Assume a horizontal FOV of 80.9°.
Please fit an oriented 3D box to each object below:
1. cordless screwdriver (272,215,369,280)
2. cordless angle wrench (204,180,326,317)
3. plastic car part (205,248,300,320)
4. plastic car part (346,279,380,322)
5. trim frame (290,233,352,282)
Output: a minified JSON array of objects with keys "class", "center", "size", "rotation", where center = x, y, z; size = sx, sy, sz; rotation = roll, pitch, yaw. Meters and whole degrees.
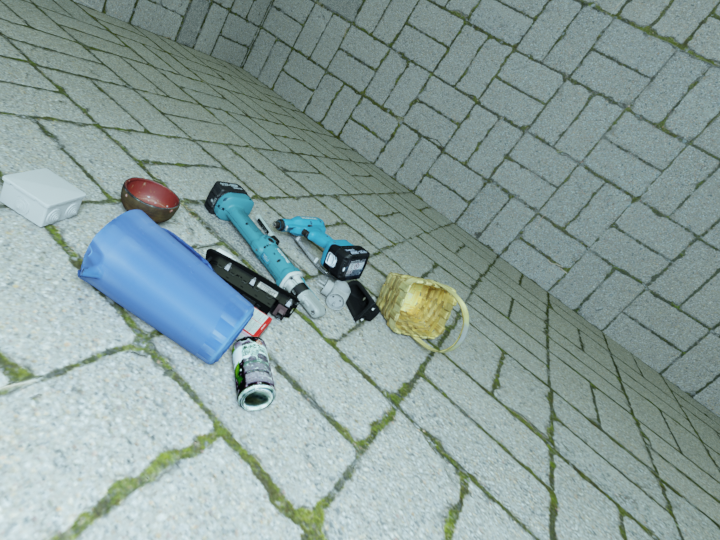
[{"class":"cordless screwdriver","center":[-0.106,-0.069,1.080],"size":[0.152,0.074,0.263],"rotation":[-1,31,-43]},{"class":"cordless angle wrench","center":[-0.218,-0.051,0.974],"size":[0.443,0.074,0.093],"rotation":[47,26,26]},{"class":"plastic car part","center":[-0.221,0.036,0.807],"size":[0.203,0.066,0.067],"rotation":[35,48,1]},{"class":"plastic car part","center":[0.007,0.078,1.030],"size":[0.067,0.066,0.122],"rotation":[37,12,-36]},{"class":"trim frame","center":[-0.103,-0.051,1.183],"size":[0.175,0.027,0.261],"rotation":[5,36,-47]}]
